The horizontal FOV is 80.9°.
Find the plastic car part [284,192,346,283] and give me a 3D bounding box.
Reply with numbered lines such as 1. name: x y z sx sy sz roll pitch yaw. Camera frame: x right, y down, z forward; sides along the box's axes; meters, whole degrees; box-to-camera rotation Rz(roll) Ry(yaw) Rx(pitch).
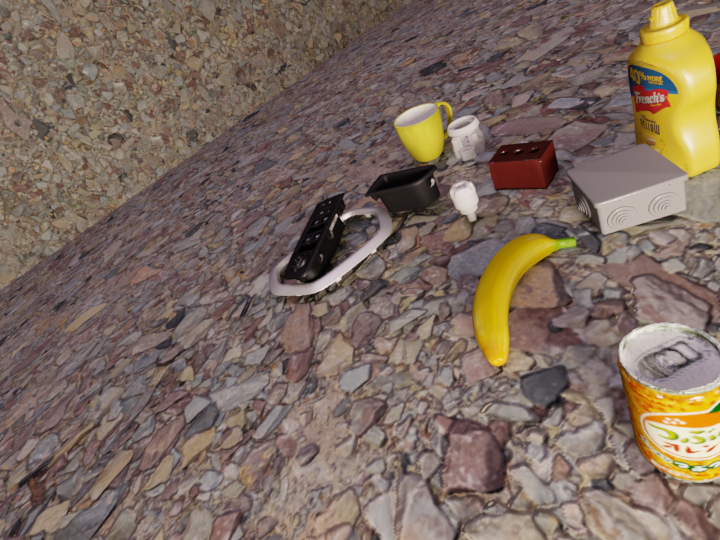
1. plastic car part: -0.071 -0.046 0.722 0.069 0.064 0.204 -10 38 31

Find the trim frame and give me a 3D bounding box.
1. trim frame: -0.052 -0.036 0.728 0.246 0.026 0.194 -41 34 -15

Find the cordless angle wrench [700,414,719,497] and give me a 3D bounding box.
1. cordless angle wrench: 0.187 -0.019 0.154 0.074 0.404 0.103 -40 31 -17

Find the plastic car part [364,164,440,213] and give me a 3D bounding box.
1. plastic car part: 0.079 -0.127 0.704 0.122 0.068 0.066 0 42 40
